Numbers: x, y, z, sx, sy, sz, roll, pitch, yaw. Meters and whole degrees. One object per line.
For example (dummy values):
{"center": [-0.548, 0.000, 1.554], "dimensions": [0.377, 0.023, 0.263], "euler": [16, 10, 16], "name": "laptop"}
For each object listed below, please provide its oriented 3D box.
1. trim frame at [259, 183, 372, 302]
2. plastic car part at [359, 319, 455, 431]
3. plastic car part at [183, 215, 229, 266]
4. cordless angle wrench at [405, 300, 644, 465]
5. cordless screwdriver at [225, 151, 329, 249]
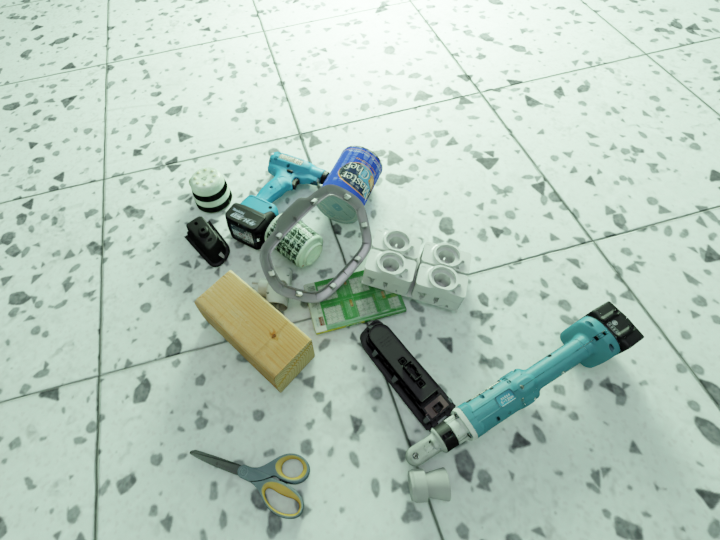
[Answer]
{"center": [-0.079, -0.052, 0.809], "dimensions": [0.247, 0.028, 0.180], "euler": [-46, 103, -14], "name": "trim frame"}
{"center": [0.072, 0.167, 0.724], "dimensions": [0.066, 0.064, 0.213], "euler": [-36, 60, -11], "name": "plastic car part"}
{"center": [-0.325, -0.070, 0.890], "dimensions": [0.065, 0.068, 0.122], "euler": [-38, 61, -18], "name": "plastic car part"}
{"center": [0.253, 0.191, 0.680], "dimensions": [0.419, 0.095, 0.077], "euler": [-29, 66, -10], "name": "cordless angle wrench"}
{"center": [-0.175, -0.158, 0.934], "dimensions": [0.164, 0.072, 0.249], "euler": [19, 58, 14], "name": "cordless screwdriver"}
